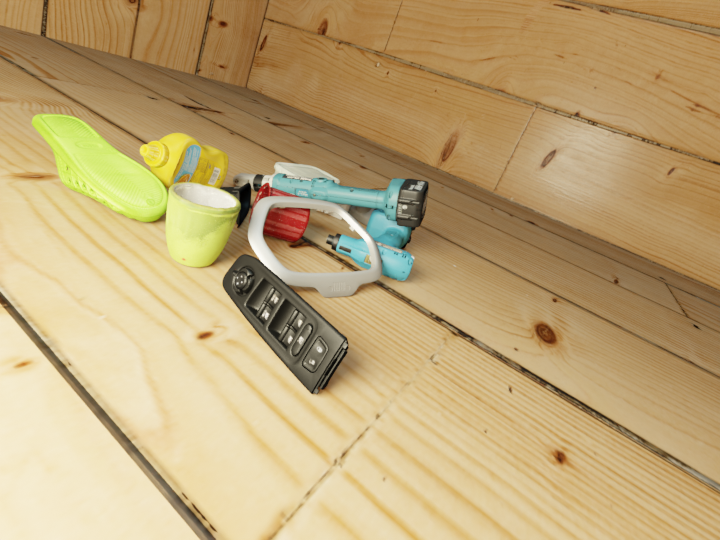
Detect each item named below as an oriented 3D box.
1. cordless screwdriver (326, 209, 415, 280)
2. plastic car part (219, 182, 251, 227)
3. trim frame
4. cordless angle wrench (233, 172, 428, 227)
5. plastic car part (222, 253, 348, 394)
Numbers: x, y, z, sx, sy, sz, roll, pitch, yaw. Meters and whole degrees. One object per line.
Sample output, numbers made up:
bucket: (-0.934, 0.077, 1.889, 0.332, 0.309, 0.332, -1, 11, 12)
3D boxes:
cordless screwdriver: (0.031, -0.070, 0.849, 0.161, 0.073, 0.249, 19, 25, 4)
plastic car part: (-0.242, -0.128, 0.773, 0.070, 0.065, 0.120, 3, 21, -7)
trim frame: (-0.065, -0.042, 0.663, 0.237, 0.028, 0.192, -1, 54, -42)
cordless angle wrench: (-0.080, -0.166, 0.883, 0.437, 0.072, 0.097, 11, 28, 18)
plastic car part: (-0.086, 0.047, 0.487, 0.214, 0.066, 0.064, 35, 15, 33)
